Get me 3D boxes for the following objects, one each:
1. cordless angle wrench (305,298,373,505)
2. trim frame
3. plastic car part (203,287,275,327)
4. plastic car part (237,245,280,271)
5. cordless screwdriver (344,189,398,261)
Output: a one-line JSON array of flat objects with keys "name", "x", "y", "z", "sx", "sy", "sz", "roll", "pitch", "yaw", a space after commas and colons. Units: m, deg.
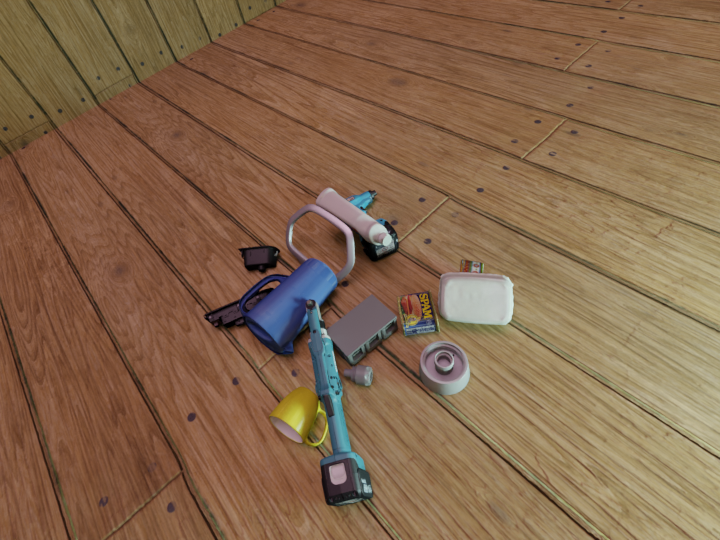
[{"name": "cordless angle wrench", "x": -0.068, "y": 0.249, "z": 0.897, "sx": 0.075, "sy": 0.093, "sz": 0.440, "roll": -21, "pitch": 55, "yaw": 7}, {"name": "trim frame", "x": -0.114, "y": -0.075, "z": 1.165, "sx": 0.260, "sy": 0.183, "sz": 0.026, "roll": 35, "pitch": 22, "yaw": 26}, {"name": "plastic car part", "x": -0.312, "y": 0.105, "z": 1.134, "sx": 0.201, "sy": 0.064, "sz": 0.070, "roll": -27, "pitch": 60, "yaw": -7}, {"name": "plastic car part", "x": -0.298, "y": -0.030, "z": 1.247, "sx": 0.118, "sy": 0.063, "sz": 0.073, "roll": -4, "pitch": 66, "yaw": 8}, {"name": "cordless screwdriver", "x": 0.028, "y": -0.146, "z": 1.238, "sx": 0.158, "sy": 0.071, "sz": 0.263, "roll": -30, "pitch": 47, "yaw": -10}]
